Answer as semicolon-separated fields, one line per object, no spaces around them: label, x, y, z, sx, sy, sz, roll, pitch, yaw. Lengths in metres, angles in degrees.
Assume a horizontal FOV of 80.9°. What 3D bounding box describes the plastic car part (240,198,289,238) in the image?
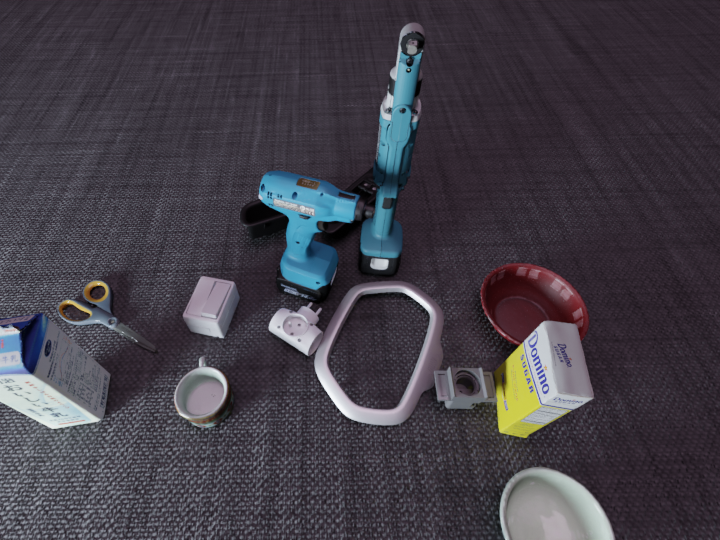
plastic car part;-0.172;-0.098;0.807;0.114;0.069;0.069;-24;58;-17

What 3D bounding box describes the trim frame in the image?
trim frame;0.035;0.118;0.667;0.189;0.027;0.249;19;56;14

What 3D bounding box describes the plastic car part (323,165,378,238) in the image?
plastic car part;-0.008;-0.130;0.830;0.069;0.065;0.200;37;62;23

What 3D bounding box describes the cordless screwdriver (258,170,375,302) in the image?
cordless screwdriver;-0.064;-0.042;0.655;0.163;0.241;0.075;17;55;9

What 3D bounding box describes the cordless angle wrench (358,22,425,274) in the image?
cordless angle wrench;0.046;-0.147;0.626;0.075;0.411;0.100;6;54;0
